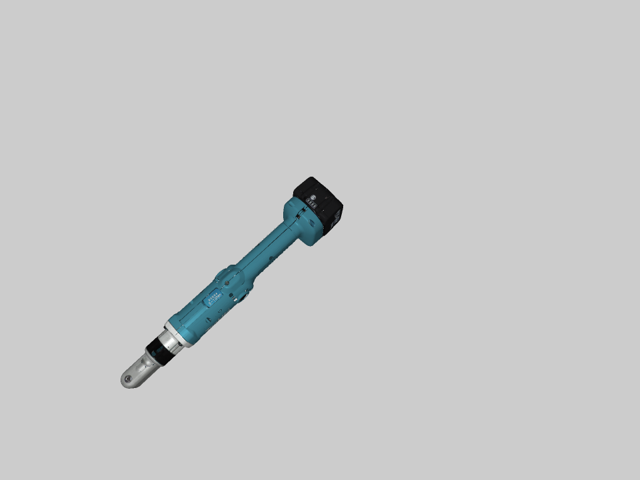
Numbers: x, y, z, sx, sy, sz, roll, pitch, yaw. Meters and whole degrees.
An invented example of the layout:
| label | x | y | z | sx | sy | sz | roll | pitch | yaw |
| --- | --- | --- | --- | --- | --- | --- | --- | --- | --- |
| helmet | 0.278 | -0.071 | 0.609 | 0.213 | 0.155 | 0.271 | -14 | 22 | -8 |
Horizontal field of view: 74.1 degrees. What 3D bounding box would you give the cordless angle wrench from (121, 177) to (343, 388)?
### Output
| label | x | y | z | sx | sy | sz | roll | pitch | yaw |
| --- | --- | --- | --- | --- | --- | --- | --- | --- | --- |
| cordless angle wrench | -0.137 | 0.071 | 0.666 | 0.422 | 0.074 | 0.098 | -43 | -11 | -13 |
